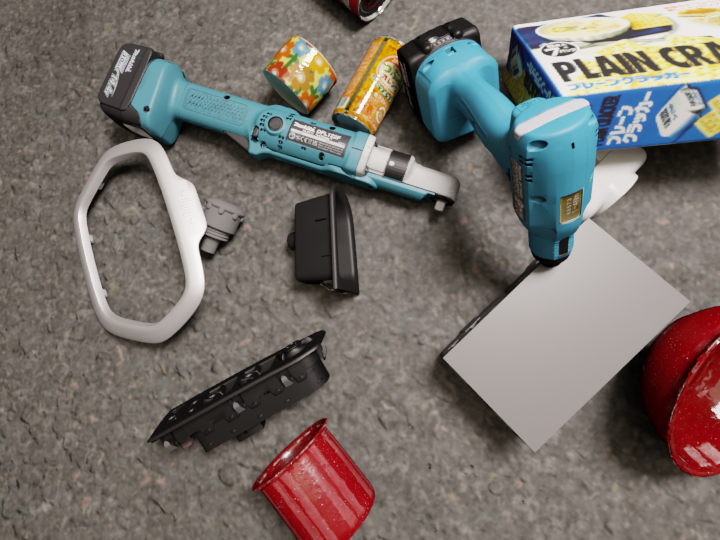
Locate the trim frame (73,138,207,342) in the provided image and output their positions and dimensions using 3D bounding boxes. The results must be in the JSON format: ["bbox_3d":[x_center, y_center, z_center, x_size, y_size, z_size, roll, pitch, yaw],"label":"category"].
[{"bbox_3d":[-0.262,-0.037,0.496,0.187,0.026,0.254,-27,74,19],"label":"trim frame"}]

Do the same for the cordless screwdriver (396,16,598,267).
[{"bbox_3d":[0.121,-0.126,0.399,0.075,0.151,0.260,-24,47,4],"label":"cordless screwdriver"}]

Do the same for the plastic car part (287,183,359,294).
[{"bbox_3d":[-0.045,-0.030,0.464,0.073,0.063,0.119,-12,75,19],"label":"plastic car part"}]

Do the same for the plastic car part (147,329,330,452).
[{"bbox_3d":[-0.114,0.132,0.440,0.203,0.066,0.067,-33,88,2],"label":"plastic car part"}]

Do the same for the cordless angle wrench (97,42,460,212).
[{"bbox_3d":[-0.095,-0.157,0.490,0.431,0.073,0.098,20,84,10],"label":"cordless angle wrench"}]
